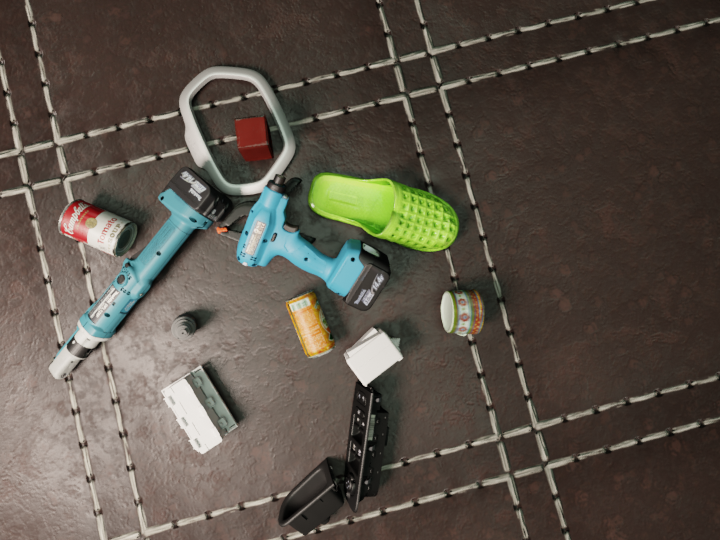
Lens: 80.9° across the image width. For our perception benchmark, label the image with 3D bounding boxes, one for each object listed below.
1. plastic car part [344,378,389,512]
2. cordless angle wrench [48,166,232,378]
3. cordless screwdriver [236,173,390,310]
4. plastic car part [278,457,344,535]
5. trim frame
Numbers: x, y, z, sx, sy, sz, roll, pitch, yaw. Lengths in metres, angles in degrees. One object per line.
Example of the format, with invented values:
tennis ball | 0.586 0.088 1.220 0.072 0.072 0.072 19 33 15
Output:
plastic car part | 0.011 0.296 0.719 0.064 0.069 0.203 14 85 -29
cordless angle wrench | -0.388 0.017 0.720 0.102 0.071 0.423 39 91 22
cordless screwdriver | -0.068 -0.045 0.697 0.247 0.075 0.158 23 110 -4
plastic car part | -0.074 0.394 0.712 0.116 0.068 0.069 -44 105 0
trim frame | -0.225 -0.255 0.765 0.183 0.027 0.249 -26 89 -3
